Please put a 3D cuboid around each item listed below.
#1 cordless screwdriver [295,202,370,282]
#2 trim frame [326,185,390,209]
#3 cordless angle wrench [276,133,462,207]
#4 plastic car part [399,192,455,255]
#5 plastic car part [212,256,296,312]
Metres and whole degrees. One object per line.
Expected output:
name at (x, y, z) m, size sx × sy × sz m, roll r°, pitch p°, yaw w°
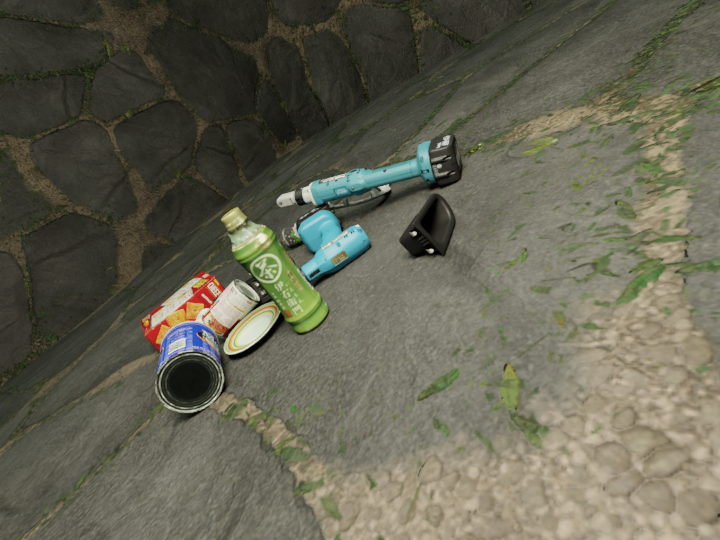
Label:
cordless screwdriver at (-0.087, -0.057, 0.889) m, size 0.159 × 0.071 × 0.259 m, roll -35°, pitch 25°, yaw -3°
trim frame at (-0.015, -0.199, 1.073) m, size 0.184 × 0.027 × 0.255 m, roll -18°, pitch 19°, yaw -3°
cordless angle wrench at (-0.004, -0.193, 0.919) m, size 0.438 × 0.072 × 0.098 m, roll -9°, pitch 30°, yaw 26°
plastic car part at (0.100, -0.065, 0.668) m, size 0.072 × 0.065 × 0.116 m, roll -37°, pitch 13°, yaw 39°
plastic car part at (-0.212, 0.040, 0.903) m, size 0.205 × 0.067 × 0.065 m, roll -31°, pitch -5°, yaw 15°
